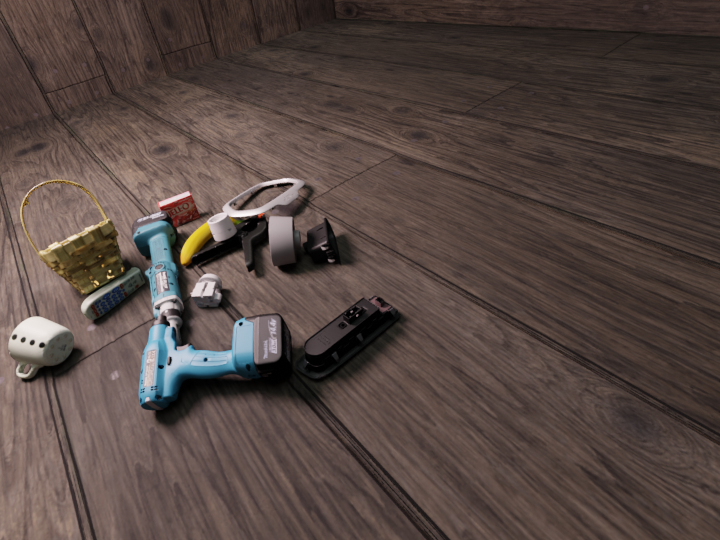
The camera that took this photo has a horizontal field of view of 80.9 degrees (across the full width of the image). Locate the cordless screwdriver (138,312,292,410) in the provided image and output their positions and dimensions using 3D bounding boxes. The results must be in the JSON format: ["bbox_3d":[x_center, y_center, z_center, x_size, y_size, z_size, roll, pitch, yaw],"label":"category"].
[{"bbox_3d":[-0.242,0.125,0.704,0.249,0.071,0.165,-14,54,2],"label":"cordless screwdriver"}]

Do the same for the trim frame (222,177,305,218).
[{"bbox_3d":[-0.253,-0.194,1.117,0.193,0.026,0.245,5,33,30],"label":"trim frame"}]

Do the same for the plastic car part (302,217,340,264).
[{"bbox_3d":[-0.090,-0.059,0.924,0.071,0.063,0.121,-24,36,5],"label":"plastic car part"}]

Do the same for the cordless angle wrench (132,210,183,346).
[{"bbox_3d":[-0.427,0.011,0.913,0.096,0.071,0.446,-22,43,-14],"label":"cordless angle wrench"}]

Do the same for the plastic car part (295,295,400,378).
[{"bbox_3d":[-0.022,0.103,0.710,0.200,0.064,0.070,-38,53,-25],"label":"plastic car part"}]
